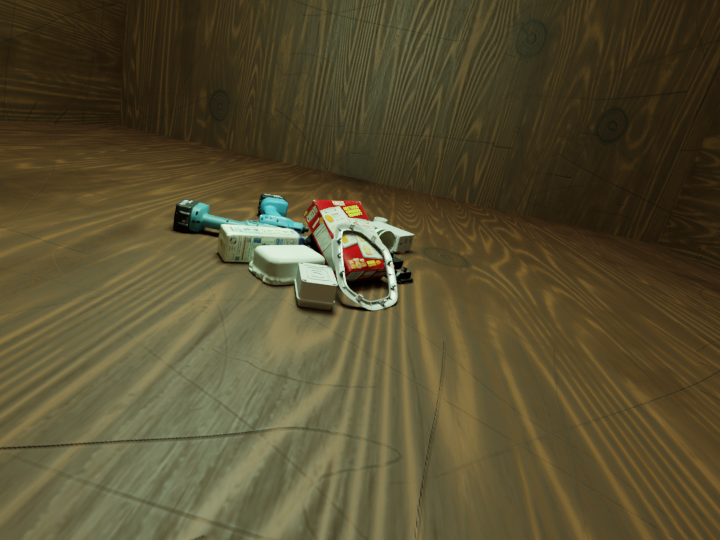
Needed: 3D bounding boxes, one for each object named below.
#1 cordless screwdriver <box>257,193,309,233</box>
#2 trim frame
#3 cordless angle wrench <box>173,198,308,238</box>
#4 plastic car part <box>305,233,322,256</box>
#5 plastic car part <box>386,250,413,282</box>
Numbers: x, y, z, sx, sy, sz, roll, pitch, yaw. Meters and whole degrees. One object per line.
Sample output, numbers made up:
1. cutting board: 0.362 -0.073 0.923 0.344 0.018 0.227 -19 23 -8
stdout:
1. cordless screwdriver: -0.265 -0.182 1.411 0.155 0.073 0.259 6 23 -17
2. trim frame: 0.008 -0.017 0.979 0.177 0.028 0.257 18 46 -24
3. cordless angle wrench: -0.306 -0.114 1.195 0.420 0.073 0.100 13 18 -4
4. plastic car part: -0.110 -0.072 1.127 0.068 0.066 0.121 47 -7 -24
5. plastic car part: 0.054 -0.029 1.175 0.064 0.066 0.215 -14 28 -41
